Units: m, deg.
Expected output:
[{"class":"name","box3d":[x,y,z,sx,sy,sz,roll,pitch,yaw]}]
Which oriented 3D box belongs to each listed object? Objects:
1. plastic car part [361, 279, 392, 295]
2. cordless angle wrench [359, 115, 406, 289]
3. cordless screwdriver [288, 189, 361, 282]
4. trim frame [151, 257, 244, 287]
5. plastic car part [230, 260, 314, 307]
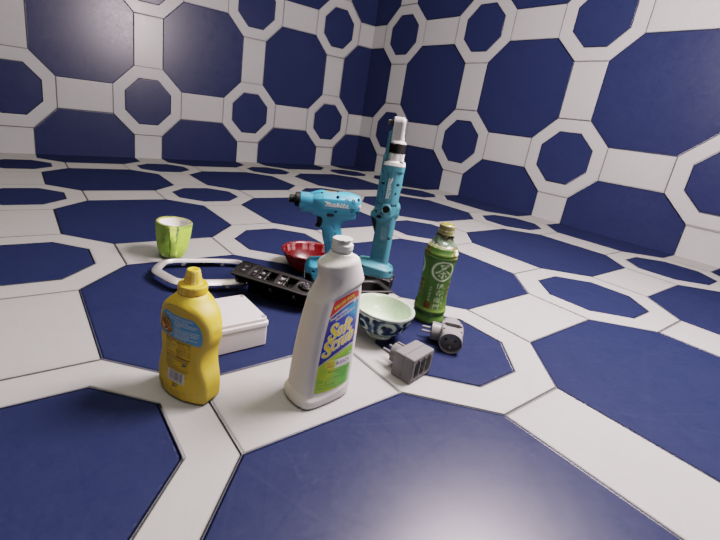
[{"class":"plastic car part","box3d":[0.000,0.062,0.924,0.112,0.070,0.069,-2,21,-26]},{"class":"cordless angle wrench","box3d":[0.061,-0.149,1.014,0.100,0.417,0.074,12,18,9]},{"class":"cordless screwdriver","box3d":[-0.095,-0.062,0.972,0.157,0.245,0.076,6,18,-8]},{"class":"trim frame","box3d":[-0.370,0.002,1.018,0.240,0.027,0.194,-2,22,-25]},{"class":"plastic car part","box3d":[-0.183,0.038,0.931,0.208,0.066,0.066,12,19,12]}]
